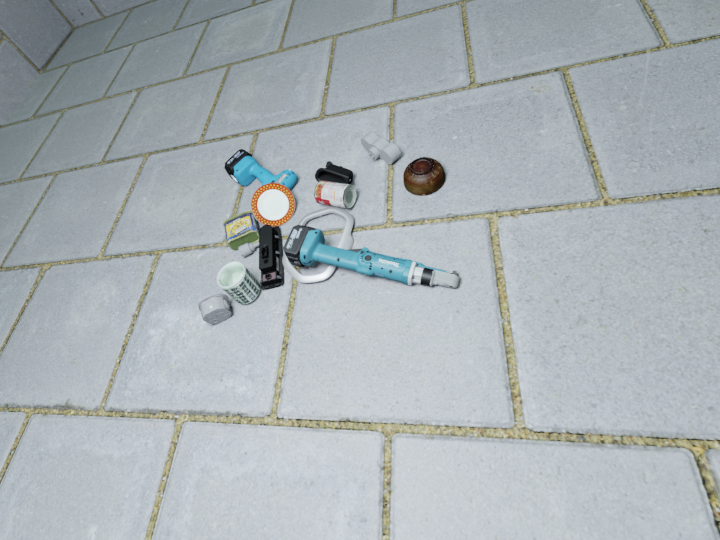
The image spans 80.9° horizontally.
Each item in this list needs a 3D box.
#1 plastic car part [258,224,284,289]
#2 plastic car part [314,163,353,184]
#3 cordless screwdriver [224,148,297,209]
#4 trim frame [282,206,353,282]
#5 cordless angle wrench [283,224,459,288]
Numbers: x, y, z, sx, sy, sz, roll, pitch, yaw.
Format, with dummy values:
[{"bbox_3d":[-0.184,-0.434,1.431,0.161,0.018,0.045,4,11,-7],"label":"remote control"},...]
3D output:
[{"bbox_3d":[-0.256,-0.049,1.170,0.067,0.063,0.210,-20,51,15],"label":"plastic car part"},{"bbox_3d":[-0.068,-0.280,1.241,0.122,0.064,0.070,29,50,24],"label":"plastic car part"},{"bbox_3d":[-0.335,-0.284,1.346,0.262,0.071,0.159,29,72,29],"label":"cordless screwdriver"},{"bbox_3d":[-0.112,-0.073,1.149,0.192,0.026,0.250,8,60,26],"label":"trim frame"},{"bbox_3d":[0.020,-0.020,1.025,0.438,0.071,0.099,14,65,20],"label":"cordless angle wrench"}]
